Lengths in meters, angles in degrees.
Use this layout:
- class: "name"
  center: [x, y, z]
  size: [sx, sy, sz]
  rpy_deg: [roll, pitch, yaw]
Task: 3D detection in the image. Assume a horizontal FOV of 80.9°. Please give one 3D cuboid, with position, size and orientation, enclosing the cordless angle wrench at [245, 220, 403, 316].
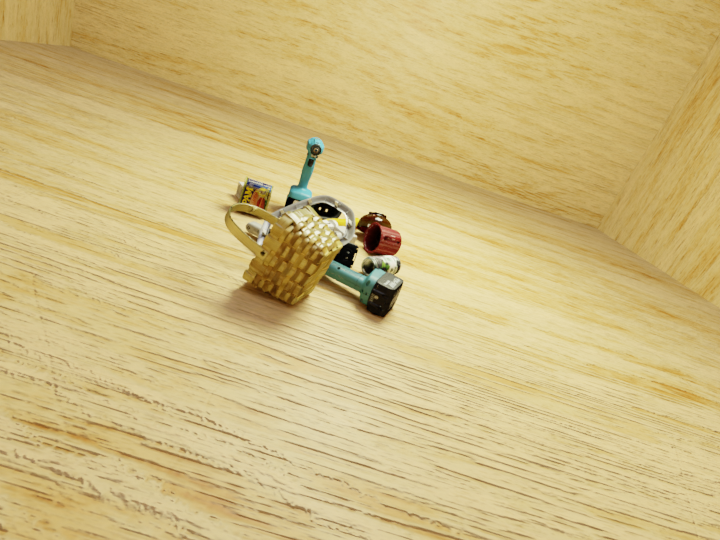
- class: "cordless angle wrench"
  center: [-0.109, -0.027, 1.023]
  size: [0.439, 0.073, 0.095]
  rpy_deg: [26, 24, 20]

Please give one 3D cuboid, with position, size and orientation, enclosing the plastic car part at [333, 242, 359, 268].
- class: "plastic car part"
  center: [-0.110, -0.072, 1.123]
  size: [0.202, 0.066, 0.068]
  rpy_deg: [18, 13, -3]

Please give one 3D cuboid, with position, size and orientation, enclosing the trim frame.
- class: "trim frame"
  center: [-0.133, -0.095, 1.009]
  size: [0.248, 0.026, 0.192]
  rpy_deg: [-20, 59, -1]

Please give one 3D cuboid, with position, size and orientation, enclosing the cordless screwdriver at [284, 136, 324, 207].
- class: "cordless screwdriver"
  center: [-0.168, -0.280, 1.292]
  size: [0.073, 0.247, 0.164]
  rpy_deg: [17, 18, -13]

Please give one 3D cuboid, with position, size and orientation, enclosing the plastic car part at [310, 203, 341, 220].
- class: "plastic car part"
  center: [-0.128, -0.202, 1.403]
  size: [0.111, 0.065, 0.075]
  rpy_deg: [9, 11, -31]
